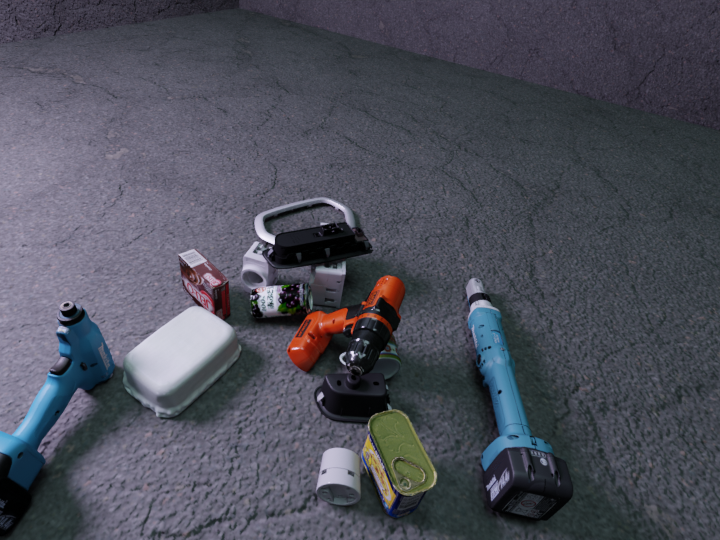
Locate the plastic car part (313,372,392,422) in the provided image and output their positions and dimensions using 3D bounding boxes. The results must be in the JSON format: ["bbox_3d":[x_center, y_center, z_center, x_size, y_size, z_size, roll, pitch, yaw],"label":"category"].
[{"bbox_3d":[-0.007,0.180,0.628,0.115,0.069,0.068,5,39,-8],"label":"plastic car part"}]

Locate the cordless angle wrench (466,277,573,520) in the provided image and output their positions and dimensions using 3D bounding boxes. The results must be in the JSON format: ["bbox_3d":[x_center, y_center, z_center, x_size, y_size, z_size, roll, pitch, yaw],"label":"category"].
[{"bbox_3d":[0.216,0.152,0.680,0.074,0.096,0.432,11,37,-4],"label":"cordless angle wrench"}]

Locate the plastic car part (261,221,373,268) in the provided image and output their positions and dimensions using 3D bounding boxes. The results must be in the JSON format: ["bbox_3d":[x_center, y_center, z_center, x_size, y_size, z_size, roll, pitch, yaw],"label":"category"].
[{"bbox_3d":[-0.074,-0.048,0.758,0.198,0.065,0.069,-15,53,-20],"label":"plastic car part"}]

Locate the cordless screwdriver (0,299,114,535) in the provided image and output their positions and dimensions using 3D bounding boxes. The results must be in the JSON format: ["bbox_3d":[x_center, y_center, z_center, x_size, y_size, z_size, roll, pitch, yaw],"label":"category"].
[{"bbox_3d":[-0.406,0.167,0.523,0.075,0.155,0.253,12,42,1],"label":"cordless screwdriver"}]

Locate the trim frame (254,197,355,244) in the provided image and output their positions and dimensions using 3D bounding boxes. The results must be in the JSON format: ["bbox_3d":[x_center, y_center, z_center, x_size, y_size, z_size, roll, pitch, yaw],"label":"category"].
[{"bbox_3d":[-0.126,-0.113,0.987,0.242,0.027,0.194,-23,49,-28],"label":"trim frame"}]
